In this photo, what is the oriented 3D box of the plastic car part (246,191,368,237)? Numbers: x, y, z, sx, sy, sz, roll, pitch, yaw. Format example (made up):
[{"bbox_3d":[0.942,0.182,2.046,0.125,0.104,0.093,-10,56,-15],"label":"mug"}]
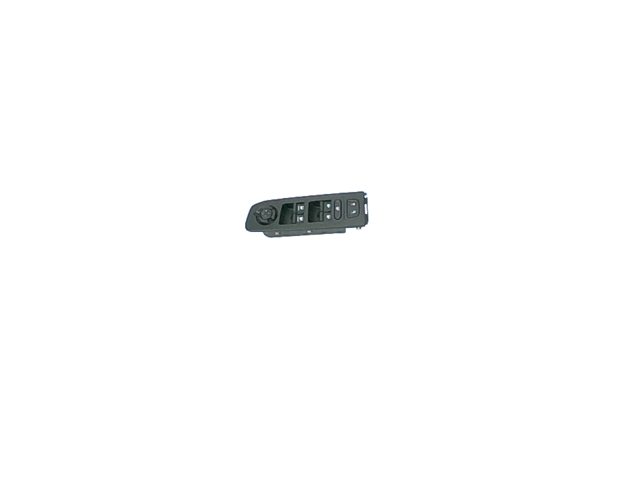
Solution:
[{"bbox_3d":[-0.022,-0.038,0.714,0.203,0.066,0.067,-2,-20,7],"label":"plastic car part"}]
